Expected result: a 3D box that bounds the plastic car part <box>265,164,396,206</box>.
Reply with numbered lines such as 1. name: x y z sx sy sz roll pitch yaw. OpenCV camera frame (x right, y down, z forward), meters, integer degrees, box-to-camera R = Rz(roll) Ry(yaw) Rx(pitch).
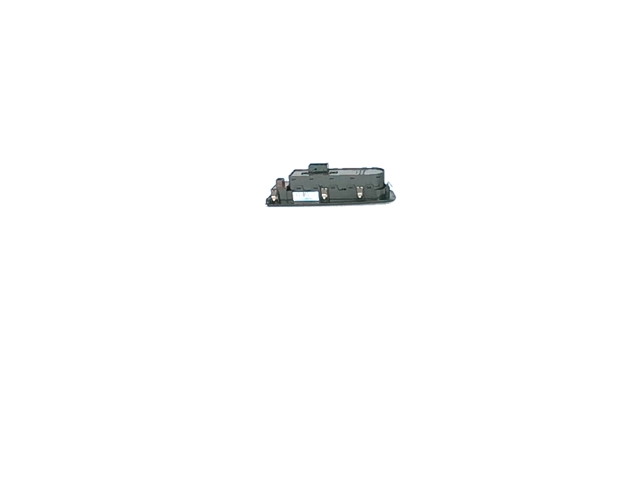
1. plastic car part: 0.018 -0.086 0.667 0.204 0.067 0.066 5 18 12
